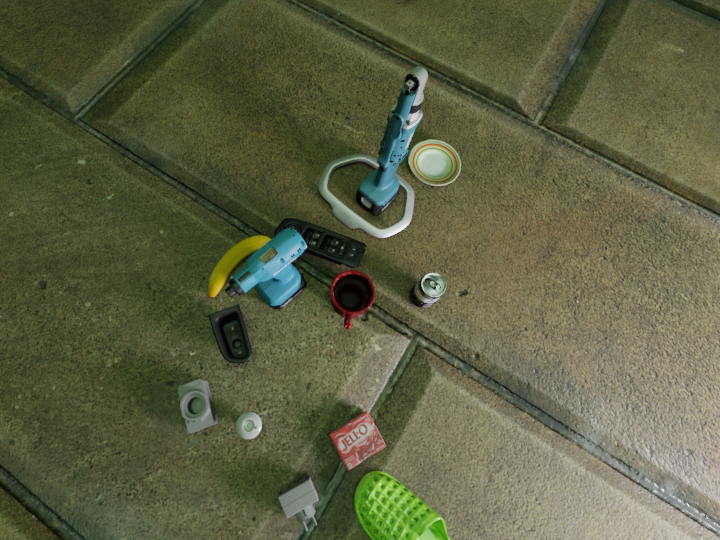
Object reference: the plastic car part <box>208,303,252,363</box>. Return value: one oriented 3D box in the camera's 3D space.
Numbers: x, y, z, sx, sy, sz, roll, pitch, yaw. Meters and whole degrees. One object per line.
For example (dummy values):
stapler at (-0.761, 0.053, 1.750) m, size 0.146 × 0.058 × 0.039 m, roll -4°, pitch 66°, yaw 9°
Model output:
plastic car part at (-0.260, 0.140, 0.869) m, size 0.065 × 0.070 × 0.120 m, roll -20°, pitch 73°, yaw -11°

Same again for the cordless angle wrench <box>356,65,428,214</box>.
cordless angle wrench at (0.064, -0.240, 0.834) m, size 0.076 × 0.417 × 0.097 m, roll 41°, pitch 72°, yaw 6°

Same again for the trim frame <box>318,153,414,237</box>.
trim frame at (0.014, -0.184, 1.019) m, size 0.254 × 0.027 × 0.183 m, roll 39°, pitch 73°, yaw 12°

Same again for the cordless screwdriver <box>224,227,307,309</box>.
cordless screwdriver at (-0.178, 0.019, 0.823) m, size 0.158 × 0.245 × 0.076 m, roll -41°, pitch 81°, yaw -16°

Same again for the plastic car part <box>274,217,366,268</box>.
plastic car part at (-0.093, -0.061, 0.950) m, size 0.205 × 0.066 × 0.066 m, roll 23°, pitch 71°, yaw 6°
